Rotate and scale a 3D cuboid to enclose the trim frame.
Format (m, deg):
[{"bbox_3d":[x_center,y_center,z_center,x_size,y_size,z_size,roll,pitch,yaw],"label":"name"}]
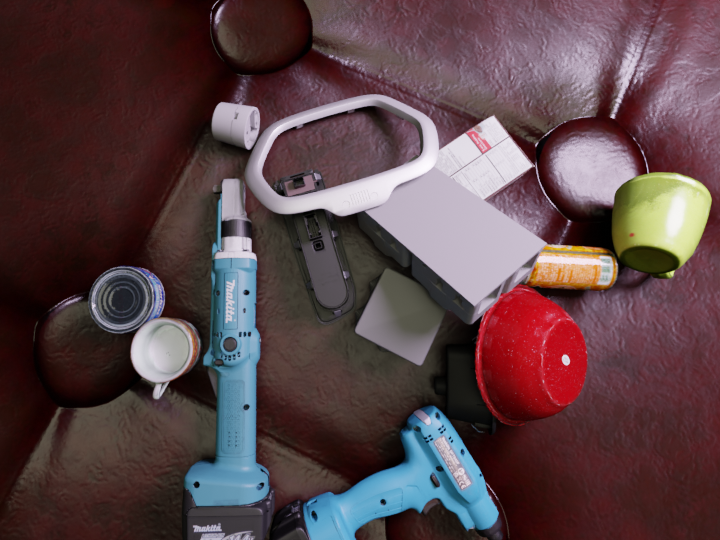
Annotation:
[{"bbox_3d":[-0.026,-0.149,0.534,0.247,0.026,0.192,-17,57,-4],"label":"trim frame"}]

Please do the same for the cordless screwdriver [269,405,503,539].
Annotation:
[{"bbox_3d":[0.030,0.289,0.481,0.247,0.074,0.161,-31,84,-8],"label":"cordless screwdriver"}]

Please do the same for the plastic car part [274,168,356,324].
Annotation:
[{"bbox_3d":[-0.052,-0.034,0.536,0.065,0.067,0.204,-16,85,-10],"label":"plastic car part"}]

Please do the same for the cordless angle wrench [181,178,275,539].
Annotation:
[{"bbox_3d":[-0.155,0.091,0.515,0.098,0.073,0.428,-2,80,-2],"label":"cordless angle wrench"}]

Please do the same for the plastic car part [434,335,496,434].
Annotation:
[{"bbox_3d":[0.126,0.135,0.511,0.073,0.064,0.117,4,85,14],"label":"plastic car part"}]
